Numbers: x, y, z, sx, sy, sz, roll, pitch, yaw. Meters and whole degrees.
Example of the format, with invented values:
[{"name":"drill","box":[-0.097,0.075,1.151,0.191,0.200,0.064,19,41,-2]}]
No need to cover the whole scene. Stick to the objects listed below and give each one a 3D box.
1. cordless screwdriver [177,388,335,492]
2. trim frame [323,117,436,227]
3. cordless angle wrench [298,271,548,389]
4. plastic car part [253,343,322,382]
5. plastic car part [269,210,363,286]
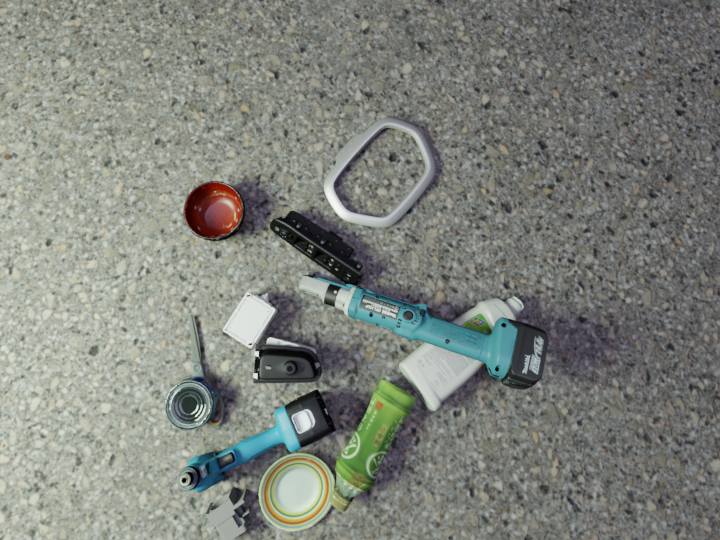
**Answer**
[{"name":"cordless screwdriver","box":[-0.166,0.282,0.685,0.247,0.156,0.077,-25,73,-8]},{"name":"trim frame","box":[0.040,-0.197,0.848,0.186,0.027,0.248,39,83,5]},{"name":"cordless angle wrench","box":[0.085,0.086,0.736,0.437,0.071,0.098,17,66,17]},{"name":"plastic car part","box":[-0.122,0.158,0.697,0.117,0.070,0.066,2,82,1]},{"name":"plastic car part","box":[-0.078,-0.051,0.799,0.205,0.066,0.067,30,71,4]}]
